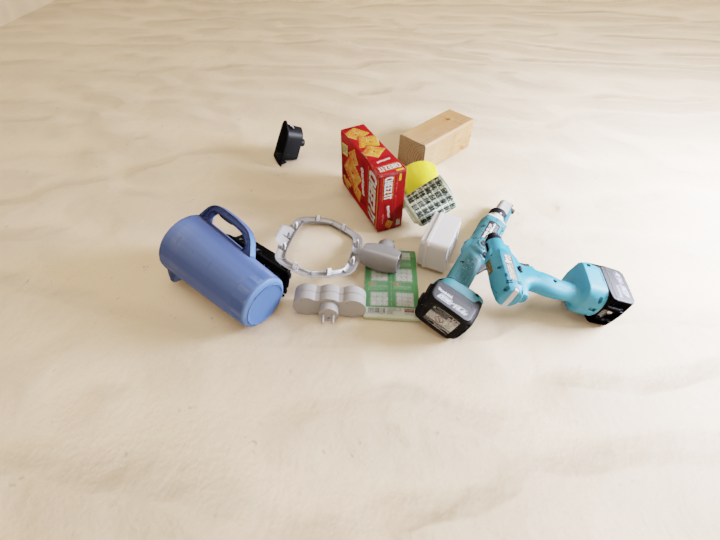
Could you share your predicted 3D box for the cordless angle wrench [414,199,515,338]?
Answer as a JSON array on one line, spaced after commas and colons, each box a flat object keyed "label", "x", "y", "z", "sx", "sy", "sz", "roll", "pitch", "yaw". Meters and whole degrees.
[{"label": "cordless angle wrench", "x": 0.243, "y": -0.038, "z": 0.879, "sx": 0.100, "sy": 0.074, "sz": 0.419, "roll": 34, "pitch": 50, "yaw": 7}]

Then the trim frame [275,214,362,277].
[{"label": "trim frame", "x": -0.088, "y": -0.058, "z": 0.905, "sx": 0.186, "sy": 0.027, "sz": 0.252, "roll": 12, "pitch": 35, "yaw": 4}]

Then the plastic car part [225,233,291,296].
[{"label": "plastic car part", "x": -0.218, "y": -0.027, "z": 0.895, "sx": 0.212, "sy": 0.064, "sz": 0.066, "roll": 27, "pitch": 42, "yaw": 25}]

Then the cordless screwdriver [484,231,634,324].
[{"label": "cordless screwdriver", "x": 0.356, "y": 0.009, "z": 0.792, "sx": 0.246, "sy": 0.073, "sz": 0.163, "roll": 10, "pitch": 47, "yaw": -6}]

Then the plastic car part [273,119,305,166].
[{"label": "plastic car part", "x": -0.193, "y": -0.355, "z": 1.183, "sx": 0.068, "sy": 0.116, "sz": 0.069, "roll": 1, "pitch": 41, "yaw": -34}]
